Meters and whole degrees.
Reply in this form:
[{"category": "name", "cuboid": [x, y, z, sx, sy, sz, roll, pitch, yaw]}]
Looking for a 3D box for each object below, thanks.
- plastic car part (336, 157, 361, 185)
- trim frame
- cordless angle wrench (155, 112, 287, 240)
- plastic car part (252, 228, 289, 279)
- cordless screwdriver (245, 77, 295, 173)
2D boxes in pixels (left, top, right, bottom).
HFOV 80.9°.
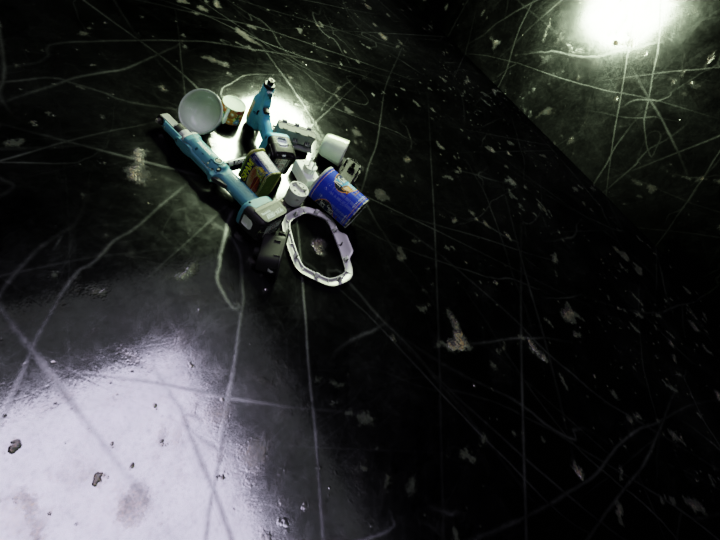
[{"category": "plastic car part", "cuboid": [-0.041, -0.286, 1.281, 0.065, 0.068, 0.204, 37, 45, -13]}, {"category": "trim frame", "cuboid": [-0.105, -0.069, 1.079, 0.176, 0.027, 0.259, 1, 52, -33]}, {"category": "cordless angle wrench", "cuboid": [-0.359, -0.250, 1.045, 0.432, 0.074, 0.096, 44, 43, 11]}, {"category": "plastic car part", "cuboid": [-0.210, -0.041, 0.972, 0.071, 0.065, 0.119, 15, 50, -3]}, {"category": "cordless screwdriver", "cuboid": [-0.248, -0.398, 1.172, 0.071, 0.160, 0.258, -2, 58, -36]}]
